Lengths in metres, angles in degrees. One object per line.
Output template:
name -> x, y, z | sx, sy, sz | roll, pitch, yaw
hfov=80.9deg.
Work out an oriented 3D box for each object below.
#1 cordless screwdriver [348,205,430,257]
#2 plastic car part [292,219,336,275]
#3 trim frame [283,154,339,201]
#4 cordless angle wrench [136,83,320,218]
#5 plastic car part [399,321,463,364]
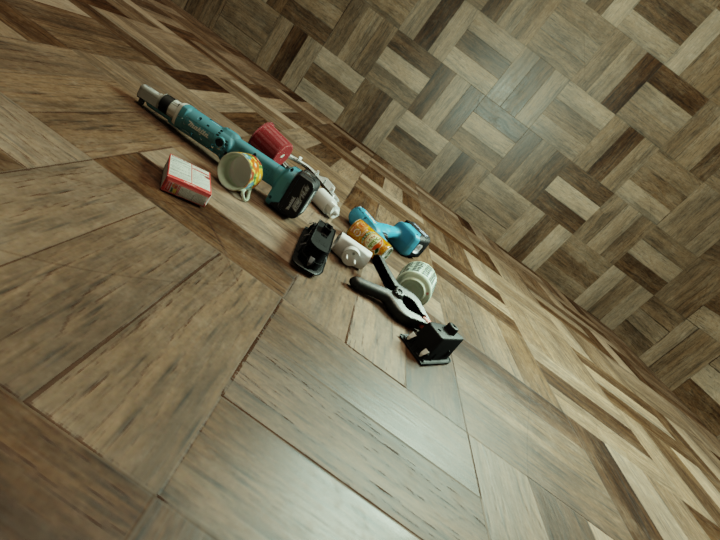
cordless screwdriver -> 0.091, -0.086, 1.132 | 0.235, 0.074, 0.168 | 11, 32, -43
plastic car part -> -0.077, -0.050, 0.787 | 0.065, 0.067, 0.205 | 41, 21, -13
trim frame -> -0.150, -0.274, 1.213 | 0.174, 0.027, 0.262 | 17, 26, -46
cordless angle wrench -> -0.281, -0.260, 0.871 | 0.424, 0.098, 0.074 | 34, 17, 1
plastic car part -> 0.138, 0.121, 0.745 | 0.110, 0.071, 0.069 | 11, 34, -46
